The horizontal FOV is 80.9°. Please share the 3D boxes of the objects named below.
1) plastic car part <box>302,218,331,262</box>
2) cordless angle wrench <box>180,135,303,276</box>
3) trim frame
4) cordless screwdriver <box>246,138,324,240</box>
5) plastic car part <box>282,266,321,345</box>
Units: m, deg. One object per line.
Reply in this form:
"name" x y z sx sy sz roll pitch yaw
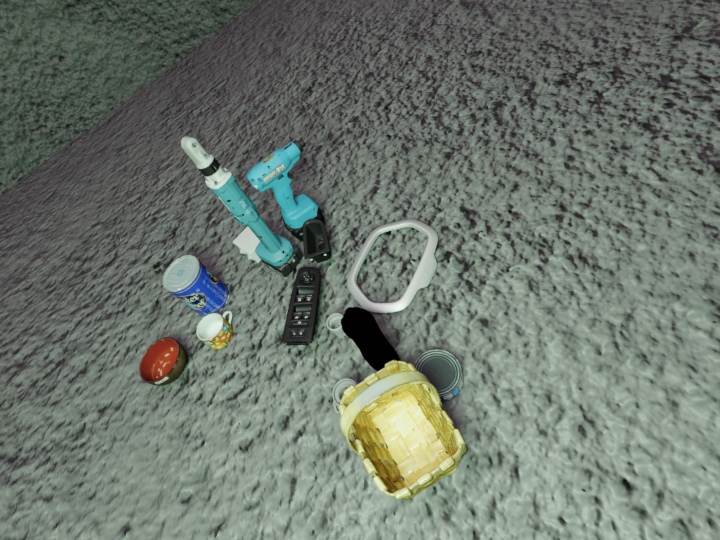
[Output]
"plastic car part" -0.102 -0.067 1.041 0.067 0.067 0.121 -19 50 11
"cordless angle wrench" -0.260 -0.133 0.945 0.103 0.401 0.074 24 68 35
"trim frame" 0.073 -0.015 0.945 0.194 0.026 0.249 13 63 33
"cordless screwdriver" -0.162 -0.198 1.055 0.158 0.236 0.079 -39 49 -7
"plastic car part" -0.119 0.081 0.944 0.068 0.063 0.208 -11 52 18
